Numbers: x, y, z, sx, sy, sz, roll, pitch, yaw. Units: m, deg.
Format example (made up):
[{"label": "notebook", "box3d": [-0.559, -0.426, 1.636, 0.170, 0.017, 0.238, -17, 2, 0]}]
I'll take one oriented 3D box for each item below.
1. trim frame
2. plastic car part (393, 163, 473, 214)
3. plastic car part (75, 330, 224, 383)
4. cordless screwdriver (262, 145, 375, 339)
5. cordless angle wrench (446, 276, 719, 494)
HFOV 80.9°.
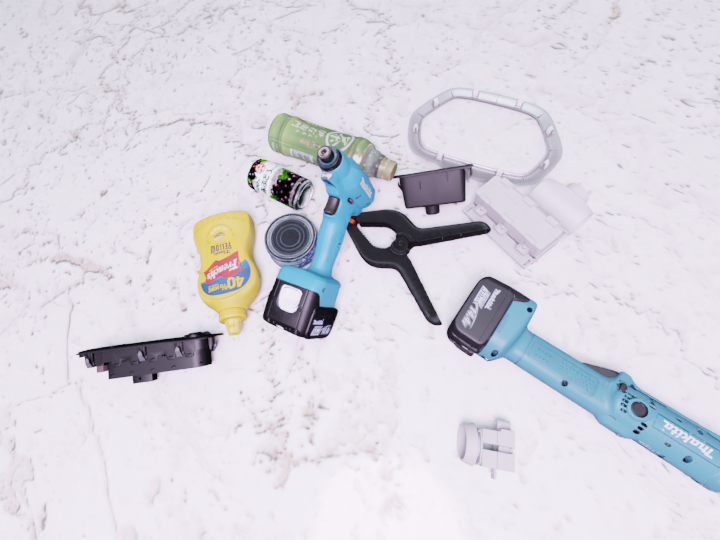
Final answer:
[{"label": "trim frame", "box3d": [0.202, -0.226, 0.700, 0.256, 0.026, 0.184, 23, 73, 16]}, {"label": "plastic car part", "box3d": [0.115, -0.123, 0.651, 0.119, 0.065, 0.070, -9, 98, 17]}, {"label": "plastic car part", "box3d": [-0.300, 0.125, 0.614, 0.204, 0.065, 0.068, -12, 76, 4]}, {"label": "cordless screwdriver", "box3d": [-0.056, -0.037, 0.573, 0.077, 0.152, 0.249, 18, 84, 21]}, {"label": "cordless angle wrench", "box3d": [0.310, 0.160, 0.493, 0.438, 0.072, 0.098, 33, 76, 18]}]
